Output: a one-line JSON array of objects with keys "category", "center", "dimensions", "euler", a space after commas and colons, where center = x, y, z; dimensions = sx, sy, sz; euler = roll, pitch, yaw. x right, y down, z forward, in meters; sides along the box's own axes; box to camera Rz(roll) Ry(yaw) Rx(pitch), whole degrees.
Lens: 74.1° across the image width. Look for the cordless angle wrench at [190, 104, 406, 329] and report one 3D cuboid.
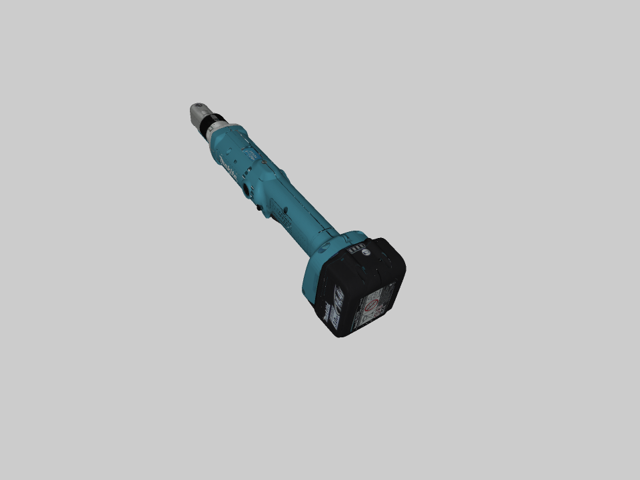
[{"category": "cordless angle wrench", "center": [-0.068, -0.067, 0.529], "dimensions": [0.074, 0.098, 0.422], "euler": [-23, 53, -28]}]
